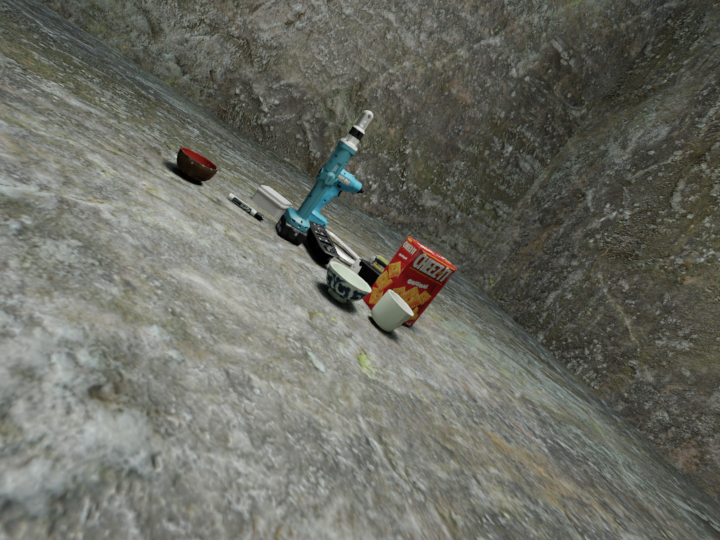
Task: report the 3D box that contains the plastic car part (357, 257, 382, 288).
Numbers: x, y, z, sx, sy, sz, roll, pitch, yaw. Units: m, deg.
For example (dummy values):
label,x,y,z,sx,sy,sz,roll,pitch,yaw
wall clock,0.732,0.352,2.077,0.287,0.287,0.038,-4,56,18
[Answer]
label,x,y,z,sx,sy,sz,roll,pitch,yaw
plastic car part,0.033,0.025,1.260,0.062,0.071,0.123,20,19,-50

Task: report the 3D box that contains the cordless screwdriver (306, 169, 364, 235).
label,x,y,z,sx,sy,sz,roll,pitch,yaw
cordless screwdriver,-0.105,-0.212,1.372,0.151,0.249,0.078,27,15,-34

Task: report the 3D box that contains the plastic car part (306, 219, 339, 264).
label,x,y,z,sx,sy,sz,roll,pitch,yaw
plastic car part,-0.123,-0.081,1.259,0.063,0.067,0.213,27,15,-34

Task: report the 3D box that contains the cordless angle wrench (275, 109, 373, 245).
label,x,y,z,sx,sy,sz,roll,pitch,yaw
cordless angle wrench,-0.095,-0.266,1.198,0.071,0.423,0.102,30,14,-27

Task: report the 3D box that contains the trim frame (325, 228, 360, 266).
label,x,y,z,sx,sy,sz,roll,pitch,yaw
trim frame,-0.074,-0.080,1.476,0.260,0.027,0.176,40,14,24
